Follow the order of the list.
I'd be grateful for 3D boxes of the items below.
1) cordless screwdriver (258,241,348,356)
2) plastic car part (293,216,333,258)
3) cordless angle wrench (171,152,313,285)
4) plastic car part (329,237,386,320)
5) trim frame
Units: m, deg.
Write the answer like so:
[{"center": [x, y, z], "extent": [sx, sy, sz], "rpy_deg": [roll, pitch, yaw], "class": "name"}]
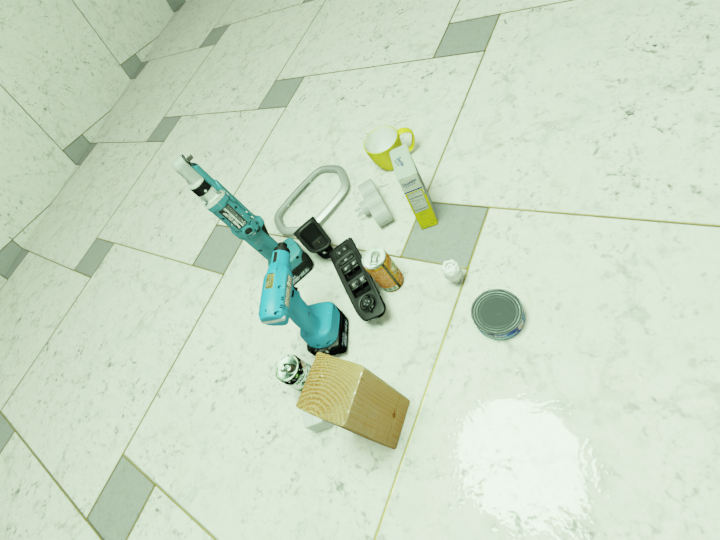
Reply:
[{"center": [-0.108, 0.065, 0.830], "extent": [0.076, 0.235, 0.163], "rpy_deg": [-14, 54, 22], "class": "cordless screwdriver"}, {"center": [-0.100, -0.065, 1.022], "extent": [0.066, 0.067, 0.123], "rpy_deg": [-42, 49, 1], "class": "plastic car part"}, {"center": [-0.247, -0.099, 0.911], "extent": [0.098, 0.400, 0.078], "rpy_deg": [-41, 49, 1], "class": "cordless angle wrench"}, {"center": [-0.001, 0.027, 0.905], "extent": [0.067, 0.063, 0.213], "rpy_deg": [-33, 49, 8], "class": "plastic car part"}, {"center": [-0.134, -0.194, 1.153], "extent": [0.195, 0.026, 0.248], "rpy_deg": [33, 81, 41], "class": "trim frame"}]
